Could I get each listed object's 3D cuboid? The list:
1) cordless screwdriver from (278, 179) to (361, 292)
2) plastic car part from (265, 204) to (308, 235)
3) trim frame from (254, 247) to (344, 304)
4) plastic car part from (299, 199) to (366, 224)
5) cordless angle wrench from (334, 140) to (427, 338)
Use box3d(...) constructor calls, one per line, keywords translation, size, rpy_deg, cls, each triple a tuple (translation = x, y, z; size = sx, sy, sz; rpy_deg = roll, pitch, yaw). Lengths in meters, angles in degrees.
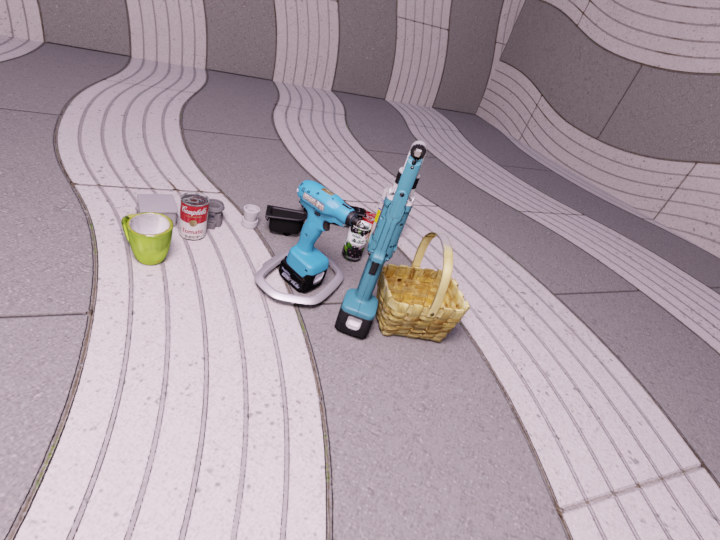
box3d(translation=(-0.091, -0.060, 0.934), size=(0.167, 0.245, 0.072), rpy_deg=(37, 36, 26), cls="cordless screwdriver")
box3d(translation=(-0.203, -0.129, 1.149), size=(0.115, 0.070, 0.068), rpy_deg=(11, 33, -9), cls="plastic car part")
box3d(translation=(-0.144, 0.008, 1.011), size=(0.190, 0.027, 0.245), rpy_deg=(25, 34, 14), cls="trim frame")
box3d(translation=(-0.088, -0.176, 1.271), size=(0.202, 0.066, 0.067), rpy_deg=(15, 33, -2), cls="plastic car part")
box3d(translation=(0.042, -0.049, 0.817), size=(0.075, 0.417, 0.099), rpy_deg=(21, 32, 1), cls="cordless angle wrench")
